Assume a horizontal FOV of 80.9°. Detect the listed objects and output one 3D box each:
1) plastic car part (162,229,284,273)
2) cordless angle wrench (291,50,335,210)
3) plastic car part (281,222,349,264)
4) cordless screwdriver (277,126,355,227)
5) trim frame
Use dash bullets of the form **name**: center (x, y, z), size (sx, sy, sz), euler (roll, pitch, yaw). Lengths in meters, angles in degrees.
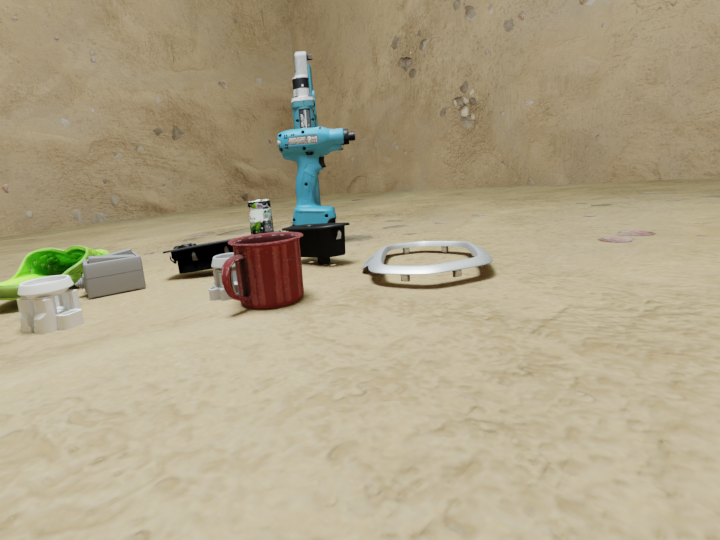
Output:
- **plastic car part**: center (-0.230, -0.030, 0.724), size (0.202, 0.066, 0.067), euler (-6, 11, -3)
- **cordless angle wrench**: center (-0.120, -0.278, 0.968), size (0.097, 0.418, 0.076), euler (-6, 10, -7)
- **plastic car part**: center (-0.071, -0.046, 0.725), size (0.123, 0.070, 0.063), euler (7, 16, 43)
- **cordless screwdriver**: center (-0.083, -0.174, 0.889), size (0.161, 0.246, 0.074), euler (-4, 10, 5)
- **trim frame**: center (0.094, -0.019, 0.639), size (0.187, 0.027, 0.248), euler (-3, 13, 8)
